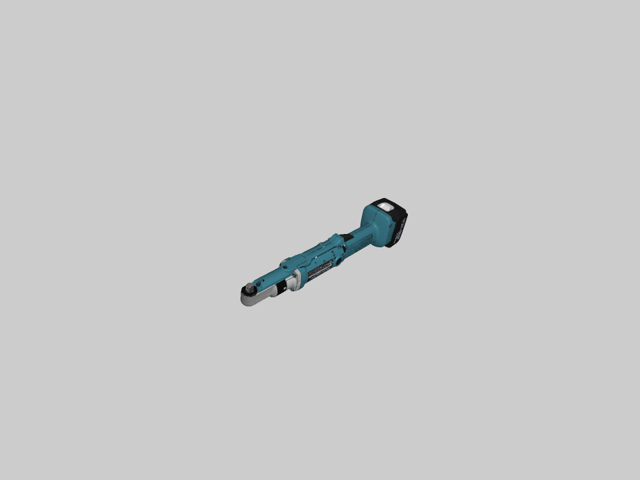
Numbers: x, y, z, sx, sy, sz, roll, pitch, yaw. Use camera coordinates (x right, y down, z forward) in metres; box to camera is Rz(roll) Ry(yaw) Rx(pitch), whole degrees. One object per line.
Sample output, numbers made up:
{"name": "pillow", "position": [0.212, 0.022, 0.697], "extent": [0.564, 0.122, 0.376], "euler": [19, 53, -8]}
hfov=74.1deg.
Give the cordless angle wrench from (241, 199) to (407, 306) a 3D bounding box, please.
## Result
{"name": "cordless angle wrench", "position": [0.017, 0.026, 0.819], "extent": [0.074, 0.098, 0.421], "euler": [35, 42, 29]}
